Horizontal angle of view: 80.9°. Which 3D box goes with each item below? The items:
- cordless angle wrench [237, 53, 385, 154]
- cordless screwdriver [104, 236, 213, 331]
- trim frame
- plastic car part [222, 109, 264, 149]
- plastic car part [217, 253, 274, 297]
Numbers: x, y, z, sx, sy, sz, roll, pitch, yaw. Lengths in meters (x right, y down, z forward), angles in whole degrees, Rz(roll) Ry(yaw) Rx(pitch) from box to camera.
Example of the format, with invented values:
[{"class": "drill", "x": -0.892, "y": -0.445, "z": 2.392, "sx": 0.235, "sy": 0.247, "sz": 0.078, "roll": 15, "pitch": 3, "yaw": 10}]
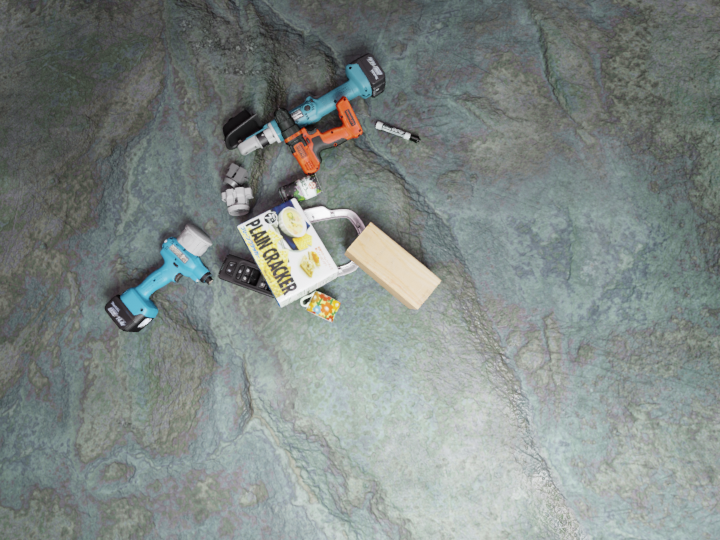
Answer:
[{"class": "cordless angle wrench", "x": -0.136, "y": -0.419, "z": 1.115, "sx": 0.424, "sy": 0.073, "sz": 0.100, "roll": -30, "pitch": 80, "yaw": 2}, {"class": "cordless screwdriver", "x": -0.499, "y": 0.052, "z": 1.061, "sx": 0.163, "sy": 0.073, "sz": 0.248, "roll": 40, "pitch": 82, "yaw": 10}, {"class": "trim frame", "x": -0.104, "y": -0.068, "z": 1.066, "sx": 0.250, "sy": 0.027, "sz": 0.187, "roll": -12, "pitch": 78, "yaw": 5}, {"class": "plastic car part", "x": -0.326, "y": -0.387, "z": 1.136, "sx": 0.117, "sy": 0.063, "sz": 0.074, "roll": -32, "pitch": 65, "yaw": 2}, {"class": "plastic car part", "x": -0.243, "y": 0.030, "z": 1.038, "sx": 0.205, "sy": 0.066, "sz": 0.067, "roll": 18, "pitch": 62, "yaw": 5}]
